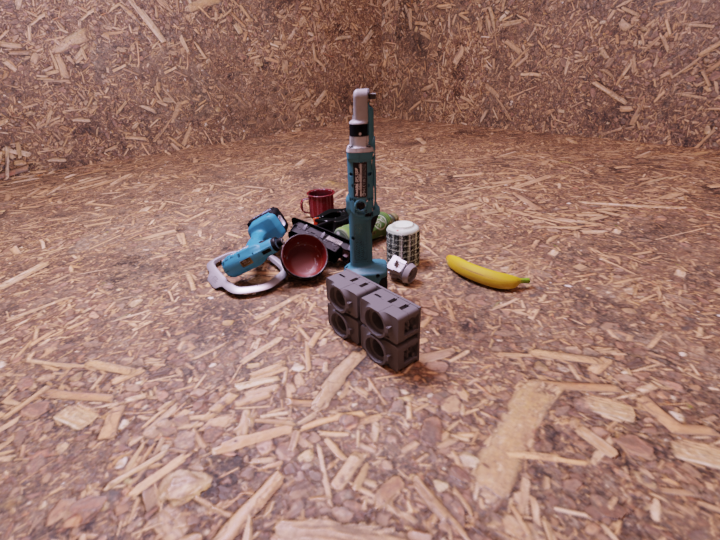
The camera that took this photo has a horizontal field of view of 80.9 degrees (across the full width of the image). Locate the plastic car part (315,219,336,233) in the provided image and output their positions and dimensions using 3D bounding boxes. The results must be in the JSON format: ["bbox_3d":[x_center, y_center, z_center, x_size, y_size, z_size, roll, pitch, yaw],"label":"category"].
[{"bbox_3d":[-0.126,-0.102,1.196,0.074,0.065,0.114,-3,19,34],"label":"plastic car part"}]

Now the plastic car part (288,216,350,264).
[{"bbox_3d":[-0.104,-0.068,1.069,0.212,0.064,0.066,29,56,24],"label":"plastic car part"}]

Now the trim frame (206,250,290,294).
[{"bbox_3d":[-0.282,0.000,1.043,0.178,0.027,0.263,-19,32,-30],"label":"trim frame"}]

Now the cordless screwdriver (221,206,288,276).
[{"bbox_3d":[-0.233,-0.083,1.044,0.162,0.072,0.252,-25,23,18],"label":"cordless screwdriver"}]

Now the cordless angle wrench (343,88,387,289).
[{"bbox_3d":[0.004,-0.134,0.833,0.099,0.412,0.075,1,24,6],"label":"cordless angle wrench"}]
